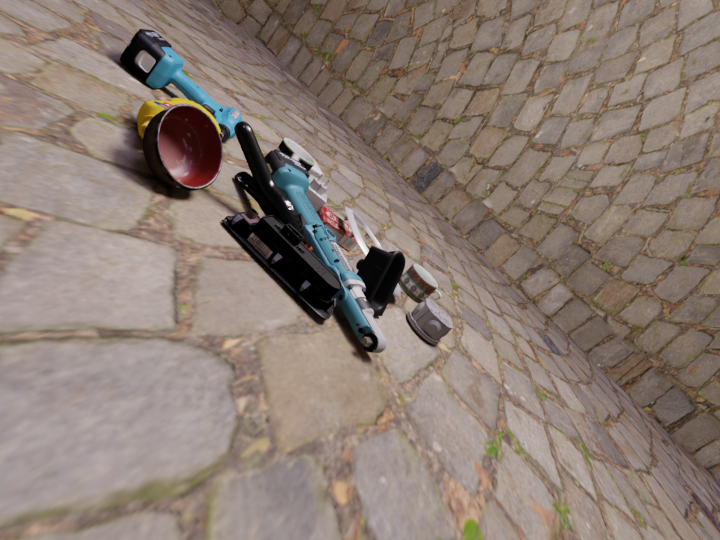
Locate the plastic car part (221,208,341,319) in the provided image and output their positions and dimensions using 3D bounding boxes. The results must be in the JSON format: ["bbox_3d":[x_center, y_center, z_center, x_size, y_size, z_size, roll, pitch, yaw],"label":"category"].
[{"bbox_3d":[-0.100,-0.020,0.600,0.206,0.067,0.065,48,12,7],"label":"plastic car part"}]

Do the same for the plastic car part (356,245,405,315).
[{"bbox_3d":[0.021,0.010,0.711,0.075,0.116,0.062,27,7,35],"label":"plastic car part"}]

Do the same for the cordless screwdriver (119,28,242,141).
[{"bbox_3d":[-0.342,-0.351,0.828,0.239,0.075,0.164,39,18,-23],"label":"cordless screwdriver"}]

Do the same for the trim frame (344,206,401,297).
[{"bbox_3d":[0.024,-0.041,0.883,0.175,0.028,0.258,48,12,-31],"label":"trim frame"}]

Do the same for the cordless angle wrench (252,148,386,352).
[{"bbox_3d":[-0.069,-0.045,0.705,0.092,0.075,0.444,20,31,-49],"label":"cordless angle wrench"}]
